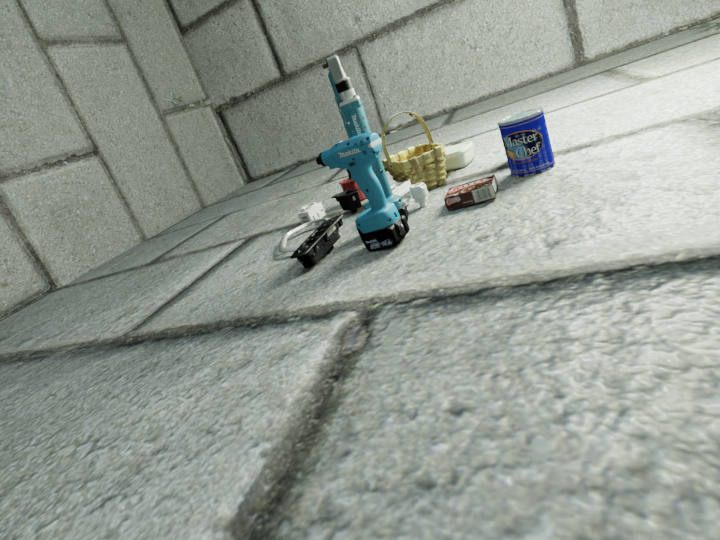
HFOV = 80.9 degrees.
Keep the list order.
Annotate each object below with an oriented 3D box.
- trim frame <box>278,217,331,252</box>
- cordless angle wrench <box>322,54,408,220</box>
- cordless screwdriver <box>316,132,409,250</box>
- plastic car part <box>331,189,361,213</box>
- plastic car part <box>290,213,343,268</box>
[{"bbox_3d":[-0.151,-0.103,1.235,0.185,0.027,0.254,-21,20,3],"label":"trim frame"},{"bbox_3d":[0.007,-0.297,1.007,0.099,0.412,0.075,-19,16,9],"label":"cordless angle wrench"},{"bbox_3d":[0.002,-0.167,0.932,0.166,0.242,0.073,-7,22,39],"label":"cordless screwdriver"},{"bbox_3d":[-0.033,-0.216,1.335,0.065,0.069,0.121,-27,20,-16],"label":"plastic car part"},{"bbox_3d":[-0.102,-0.066,1.039,0.069,0.065,0.200,-9,24,33],"label":"plastic car part"}]
